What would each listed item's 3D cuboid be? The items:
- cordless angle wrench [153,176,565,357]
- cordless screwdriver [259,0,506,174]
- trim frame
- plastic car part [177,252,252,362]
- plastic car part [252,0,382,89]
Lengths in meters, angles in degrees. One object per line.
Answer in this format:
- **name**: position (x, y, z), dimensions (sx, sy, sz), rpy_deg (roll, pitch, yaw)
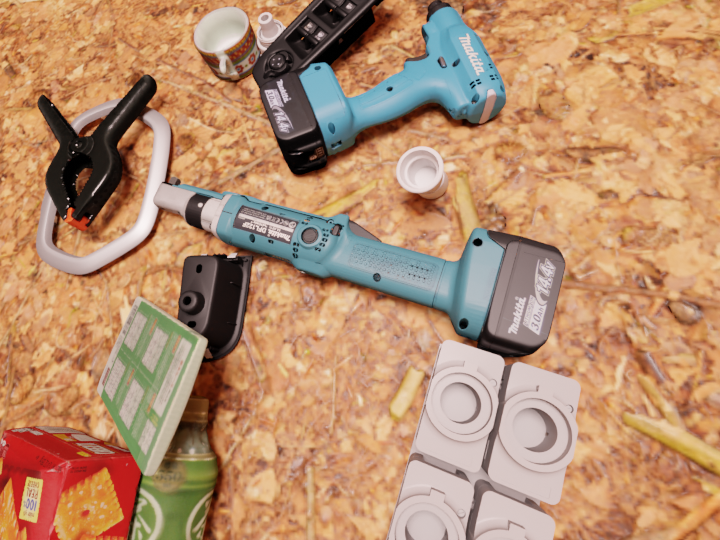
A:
- **cordless angle wrench**: position (-0.042, -0.027, 0.425), dimensions (0.438, 0.071, 0.098), rpy_deg (17, 76, 19)
- **cordless screwdriver**: position (0.014, -0.211, 0.472), dimensions (0.250, 0.072, 0.164), rpy_deg (-16, 69, 2)
- **trim frame**: position (-0.330, -0.115, 0.540), dimensions (0.187, 0.026, 0.253), rpy_deg (-3, 73, 11)
- **plastic car part**: position (-0.157, 0.030, 0.429), dimensions (0.067, 0.068, 0.119), rpy_deg (-2, 69, 11)
- **plastic car part**: position (-0.046, -0.282, 0.509), dimensions (0.203, 0.065, 0.068), rpy_deg (-41, 78, 1)
